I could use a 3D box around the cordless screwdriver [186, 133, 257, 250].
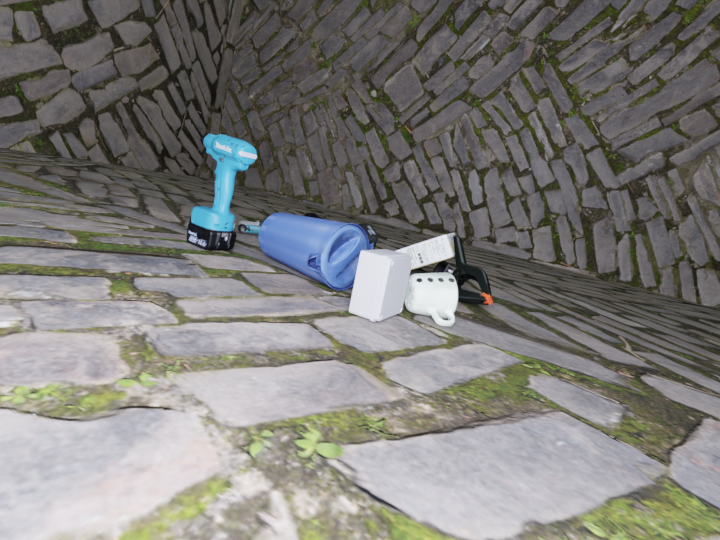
[{"bbox_3d":[-0.324,-0.176,0.937,0.168,0.247,0.071,25,14,32],"label":"cordless screwdriver"}]

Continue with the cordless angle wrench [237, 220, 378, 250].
[{"bbox_3d":[-0.159,-0.113,1.281,0.411,0.073,0.102,5,29,-16],"label":"cordless angle wrench"}]

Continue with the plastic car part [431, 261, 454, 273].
[{"bbox_3d":[0.237,0.018,1.135,0.071,0.066,0.116,29,7,1],"label":"plastic car part"}]

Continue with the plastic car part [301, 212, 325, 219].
[{"bbox_3d":[-0.151,-0.122,1.155,0.070,0.066,0.195,35,31,29],"label":"plastic car part"}]
